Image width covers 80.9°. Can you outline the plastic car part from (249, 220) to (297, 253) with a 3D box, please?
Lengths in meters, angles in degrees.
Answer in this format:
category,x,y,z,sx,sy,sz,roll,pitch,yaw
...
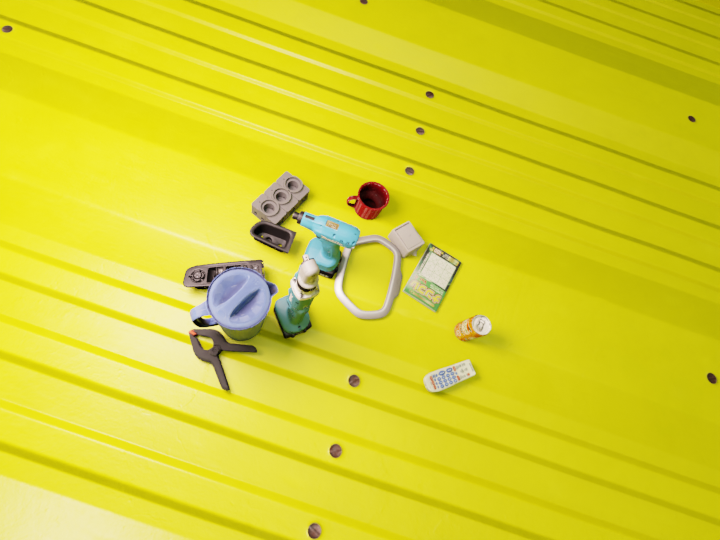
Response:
category,x,y,z,sx,sy,sz,roll,pitch,yaw
plastic car part,-0.240,-0.087,1.145,0.116,0.070,0.066,22,67,-2

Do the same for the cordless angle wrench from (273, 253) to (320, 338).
category,x,y,z,sx,sy,sz,roll,pitch,yaw
cordless angle wrench,-0.132,0.061,0.911,0.073,0.421,0.100,-20,77,-20

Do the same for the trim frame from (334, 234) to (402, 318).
category,x,y,z,sx,sy,sz,roll,pitch,yaw
trim frame,0.027,0.014,1.169,0.183,0.027,0.252,15,67,-3

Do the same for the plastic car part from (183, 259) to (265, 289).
category,x,y,z,sx,sy,sz,roll,pitch,yaw
plastic car part,-0.350,0.015,1.088,0.200,0.066,0.068,-3,70,-11

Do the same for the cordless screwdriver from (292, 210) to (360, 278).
category,x,y,z,sx,sy,sz,roll,pitch,yaw
cordless screwdriver,-0.104,-0.068,1.062,0.159,0.248,0.075,23,67,-4
